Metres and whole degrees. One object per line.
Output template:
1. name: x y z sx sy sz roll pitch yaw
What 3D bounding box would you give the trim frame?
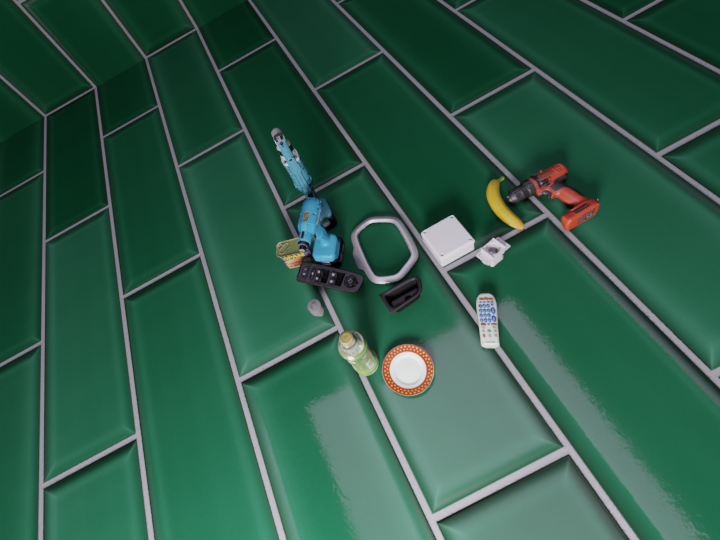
1. trim frame: 0.066 -0.068 1.278 0.185 0.026 0.260 -26 56 4

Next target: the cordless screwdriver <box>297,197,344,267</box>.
1. cordless screwdriver: -0.120 -0.078 1.222 0.076 0.237 0.162 0 62 16

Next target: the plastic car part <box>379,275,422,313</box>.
1. plastic car part: 0.121 0.073 1.153 0.116 0.067 0.069 -30 57 0

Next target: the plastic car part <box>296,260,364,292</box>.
1. plastic car part: -0.086 0.029 1.254 0.211 0.064 0.067 10 65 24

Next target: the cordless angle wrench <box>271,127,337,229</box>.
1. cordless angle wrench: -0.169 -0.262 1.245 0.074 0.403 0.102 -25 58 1
